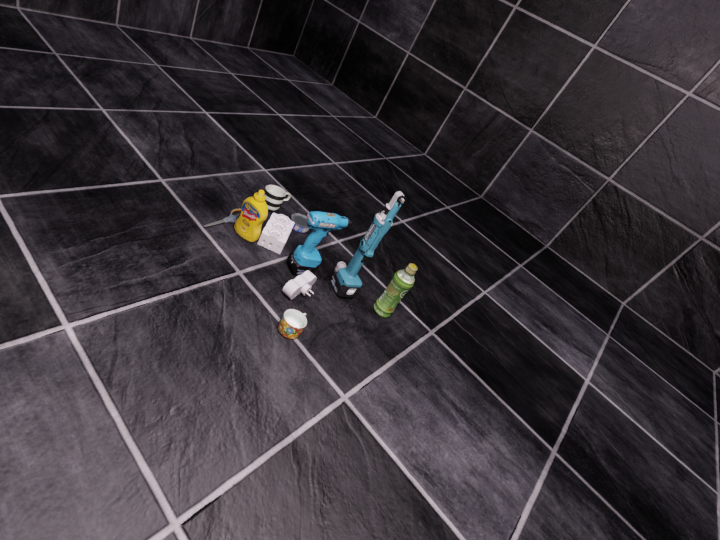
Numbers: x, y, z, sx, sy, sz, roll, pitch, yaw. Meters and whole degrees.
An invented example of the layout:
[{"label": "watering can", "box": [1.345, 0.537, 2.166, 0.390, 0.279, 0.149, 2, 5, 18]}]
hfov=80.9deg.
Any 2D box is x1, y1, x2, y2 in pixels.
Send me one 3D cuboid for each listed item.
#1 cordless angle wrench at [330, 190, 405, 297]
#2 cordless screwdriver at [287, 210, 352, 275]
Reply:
[{"label": "cordless angle wrench", "box": [0.027, -0.082, 1.365, 0.071, 0.421, 0.103, 8, 41, -31]}, {"label": "cordless screwdriver", "box": [-0.139, -0.091, 1.417, 0.152, 0.248, 0.078, 4, 43, -34]}]
